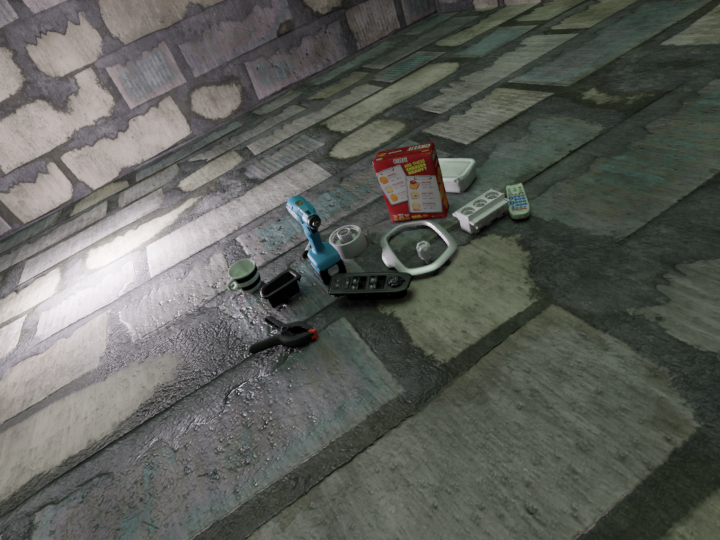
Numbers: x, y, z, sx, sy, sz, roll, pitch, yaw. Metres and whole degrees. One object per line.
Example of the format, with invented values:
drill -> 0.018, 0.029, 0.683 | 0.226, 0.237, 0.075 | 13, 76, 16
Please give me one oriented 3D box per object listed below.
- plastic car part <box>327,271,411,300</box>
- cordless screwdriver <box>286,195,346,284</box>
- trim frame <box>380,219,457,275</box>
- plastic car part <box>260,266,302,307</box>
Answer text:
plastic car part -> 0.026, 0.044, 1.030 | 0.210, 0.064, 0.067 | -6, 39, 24
cordless screwdriver -> -0.108, -0.071, 1.104 | 0.074, 0.238, 0.168 | -31, 35, -12
trim frame -> 0.146, -0.065, 1.129 | 0.184, 0.026, 0.260 | -26, 36, -1
plastic car part -> -0.212, 0.056, 1.150 | 0.115, 0.068, 0.070 | -38, 37, -18
